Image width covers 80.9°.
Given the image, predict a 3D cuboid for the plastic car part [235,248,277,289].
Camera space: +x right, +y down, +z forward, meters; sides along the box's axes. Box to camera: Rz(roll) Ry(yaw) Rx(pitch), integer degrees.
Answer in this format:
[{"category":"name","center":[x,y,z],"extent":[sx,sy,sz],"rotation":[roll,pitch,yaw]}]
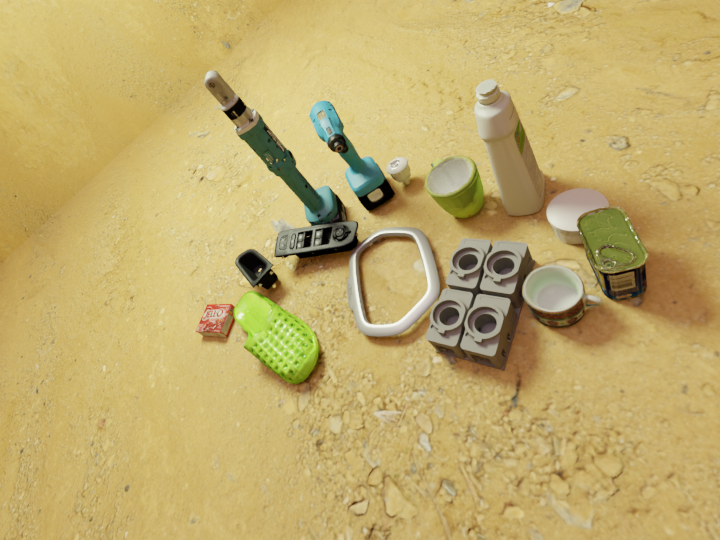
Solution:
[{"category":"plastic car part","center":[-0.232,0.002,0.973],"extent":[0.066,0.067,0.123],"rotation":[-48,44,-6]}]

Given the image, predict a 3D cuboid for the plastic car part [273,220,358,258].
[{"category":"plastic car part","center":[-0.090,-0.059,0.919],"extent":[0.211,0.063,0.067],"rotation":[-9,53,30]}]

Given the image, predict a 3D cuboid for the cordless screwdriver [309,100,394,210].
[{"category":"cordless screwdriver","center":[-0.012,-0.218,0.860],"extent":[0.075,0.235,0.166],"rotation":[-32,44,11]}]

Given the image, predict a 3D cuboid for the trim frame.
[{"category":"trim frame","center":[0.052,0.013,0.790],"extent":[0.188,0.026,0.258],"rotation":[-25,47,19]}]

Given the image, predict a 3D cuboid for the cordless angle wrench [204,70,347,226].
[{"category":"cordless angle wrench","center":[-0.161,-0.220,0.849],"extent":[0.076,0.400,0.101],"rotation":[-24,46,18]}]
